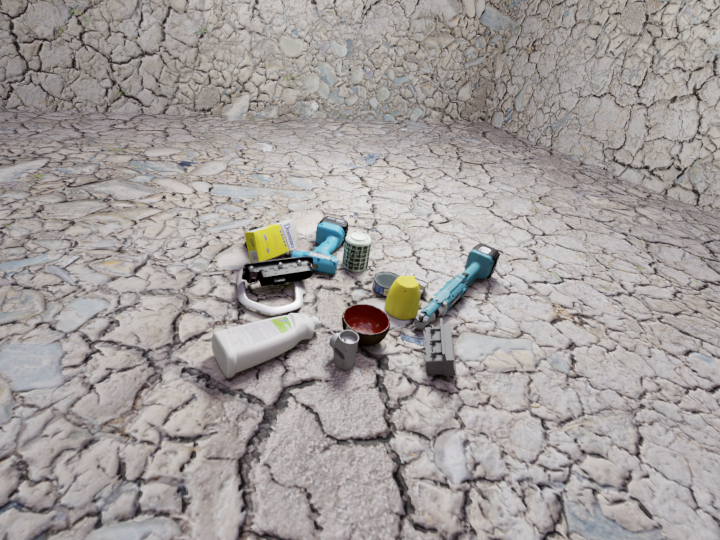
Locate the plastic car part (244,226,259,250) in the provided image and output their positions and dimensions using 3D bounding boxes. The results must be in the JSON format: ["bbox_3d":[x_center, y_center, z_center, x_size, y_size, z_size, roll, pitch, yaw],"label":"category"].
[{"bbox_3d":[-0.320,-0.096,1.306,0.064,0.069,0.123,-10,38,-29],"label":"plastic car part"}]

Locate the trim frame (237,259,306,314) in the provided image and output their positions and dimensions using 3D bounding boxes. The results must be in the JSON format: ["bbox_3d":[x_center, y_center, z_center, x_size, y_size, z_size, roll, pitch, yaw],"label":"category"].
[{"bbox_3d":[-0.239,0.041,1.141,0.180,0.027,0.259,-3,31,-14],"label":"trim frame"}]

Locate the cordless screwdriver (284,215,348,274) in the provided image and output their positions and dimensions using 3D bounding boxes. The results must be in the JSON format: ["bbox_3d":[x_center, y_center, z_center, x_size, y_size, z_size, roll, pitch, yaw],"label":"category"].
[{"bbox_3d":[-0.129,-0.085,1.322,0.161,0.072,0.251,11,35,6],"label":"cordless screwdriver"}]

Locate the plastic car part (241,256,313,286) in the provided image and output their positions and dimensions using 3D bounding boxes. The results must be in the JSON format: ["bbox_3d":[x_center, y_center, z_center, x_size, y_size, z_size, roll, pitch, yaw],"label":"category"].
[{"bbox_3d":[-0.210,0.004,1.130,0.196,0.065,0.071,-12,46,-28],"label":"plastic car part"}]

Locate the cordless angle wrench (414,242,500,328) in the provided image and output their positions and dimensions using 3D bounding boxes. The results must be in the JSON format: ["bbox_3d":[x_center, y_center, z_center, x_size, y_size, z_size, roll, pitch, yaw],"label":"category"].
[{"bbox_3d":[0.265,0.048,1.176,0.078,0.095,0.413,27,41,28],"label":"cordless angle wrench"}]
